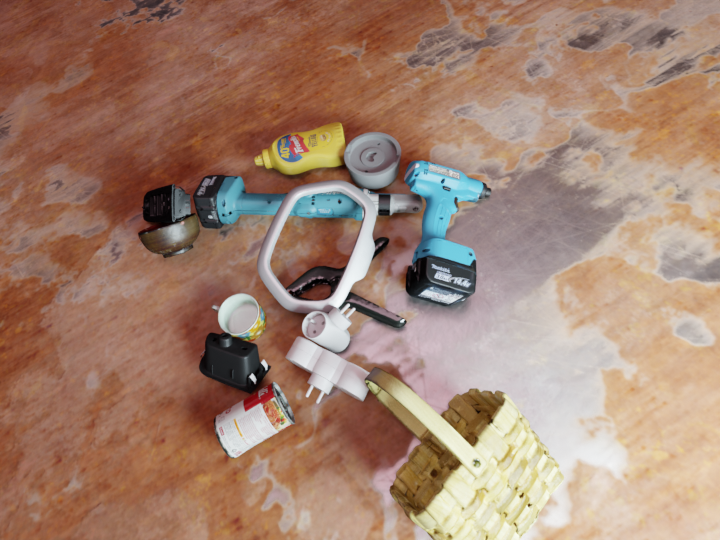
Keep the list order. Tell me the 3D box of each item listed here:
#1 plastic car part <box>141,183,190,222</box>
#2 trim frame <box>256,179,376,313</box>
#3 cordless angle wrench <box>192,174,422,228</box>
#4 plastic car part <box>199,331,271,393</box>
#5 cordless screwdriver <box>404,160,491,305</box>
[{"bbox_3d":[-0.374,-0.128,0.820,0.213,0.064,0.066,5,103,46],"label":"plastic car part"},{"bbox_3d":[-0.070,-0.046,0.720,0.188,0.027,0.250,18,72,10],"label":"trim frame"},{"bbox_3d":[-0.099,-0.128,0.801,0.429,0.072,0.100,2,43,7],"label":"cordless angle wrench"},{"bbox_3d":[-0.209,0.135,0.676,0.120,0.069,0.065,15,27,16],"label":"plastic car part"},{"bbox_3d":[0.154,-0.067,0.714,0.156,0.074,0.254,11,63,-13],"label":"cordless screwdriver"}]
